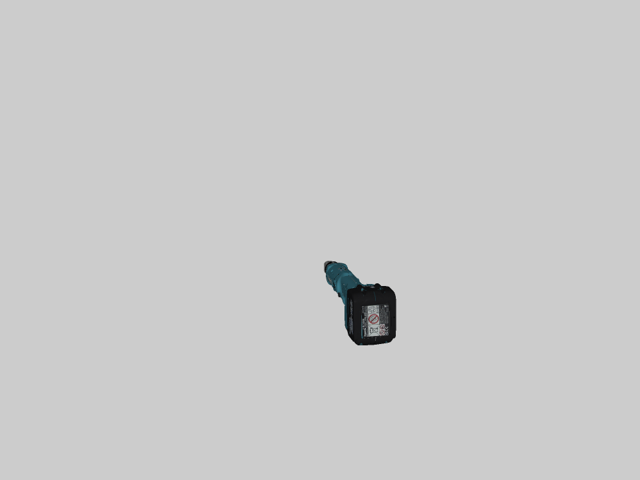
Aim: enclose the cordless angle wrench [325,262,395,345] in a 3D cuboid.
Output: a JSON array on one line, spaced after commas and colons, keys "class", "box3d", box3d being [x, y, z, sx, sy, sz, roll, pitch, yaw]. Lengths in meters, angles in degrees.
[{"class": "cordless angle wrench", "box3d": [0.055, 0.096, 0.889, 0.074, 0.098, 0.422, -3, 9, -9]}]
